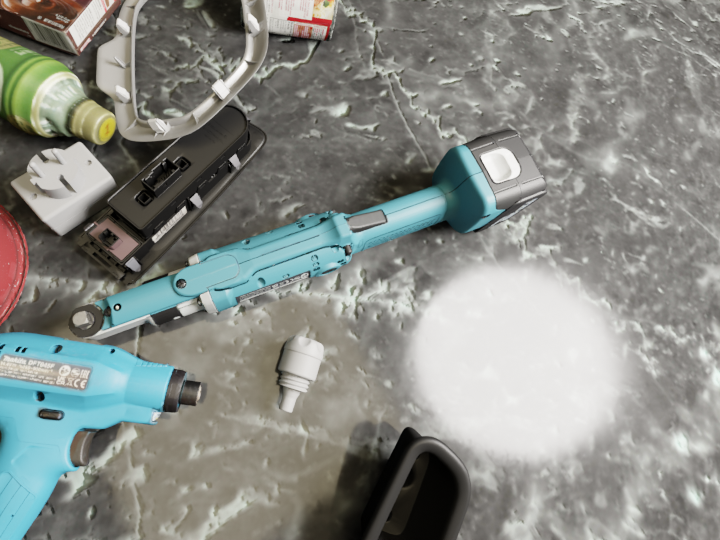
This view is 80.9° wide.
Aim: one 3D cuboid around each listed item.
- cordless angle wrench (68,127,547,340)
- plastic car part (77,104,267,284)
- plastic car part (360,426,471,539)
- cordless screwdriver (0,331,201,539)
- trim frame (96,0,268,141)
[{"bbox_3d":[-0.038,-0.025,0.384,0.417,0.097,0.076,-21,79,-12],"label":"cordless angle wrench"},{"bbox_3d":[-0.168,-0.087,0.392,0.067,0.066,0.202,35,66,7],"label":"plastic car part"},{"bbox_3d":[0.036,0.178,0.330,0.065,0.071,0.117,24,85,-6],"label":"plastic car part"},{"bbox_3d":[-0.211,0.175,0.283,0.157,0.074,0.253,10,69,-9],"label":"cordless screwdriver"},{"bbox_3d":[-0.179,-0.232,0.415,0.187,0.026,0.256,-18,67,14],"label":"trim frame"}]
